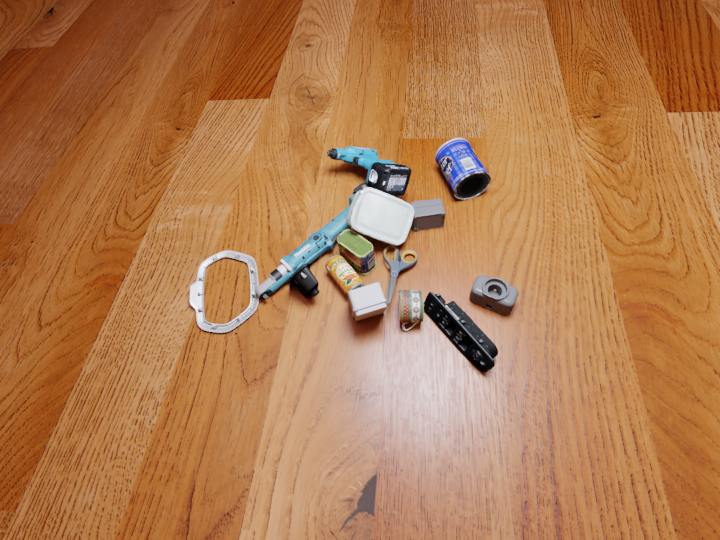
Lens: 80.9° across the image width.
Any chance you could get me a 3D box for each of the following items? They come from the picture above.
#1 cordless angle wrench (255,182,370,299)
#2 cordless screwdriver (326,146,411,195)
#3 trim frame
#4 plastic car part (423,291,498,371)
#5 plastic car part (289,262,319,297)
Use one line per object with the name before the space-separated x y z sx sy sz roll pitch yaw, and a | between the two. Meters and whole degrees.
cordless angle wrench | -0.110 -0.072 1.124 0.420 0.071 0.103 -41 60 -14
cordless screwdriver | 0.018 -0.288 1.174 0.153 0.073 0.262 -2 31 -27
trim frame | -0.359 0.048 1.115 0.185 0.026 0.258 -13 58 3
plastic car part | 0.226 0.132 0.936 0.065 0.065 0.213 -12 50 -31
plastic car part | -0.130 0.034 1.040 0.065 0.116 0.072 -38 85 -17
